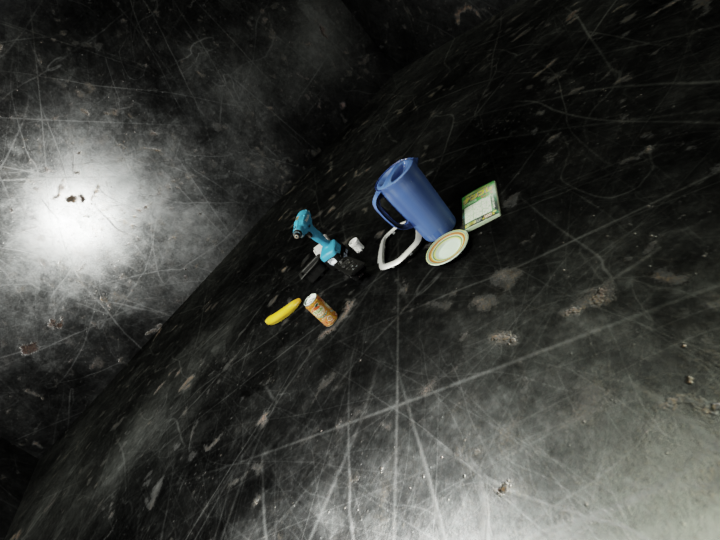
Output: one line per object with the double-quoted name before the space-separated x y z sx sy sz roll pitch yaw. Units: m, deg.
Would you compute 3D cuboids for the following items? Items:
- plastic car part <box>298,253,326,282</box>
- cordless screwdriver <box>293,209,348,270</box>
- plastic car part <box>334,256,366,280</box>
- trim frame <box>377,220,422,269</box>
"plastic car part" -0.176 0.001 1.644 0.116 0.068 0.068 -44 22 2
"cordless screwdriver" -0.152 -0.100 1.558 0.076 0.240 0.162 -34 23 26
"plastic car part" -0.031 -0.006 1.433 0.066 0.064 0.211 -47 24 -7
"trim frame" 0.124 -0.088 1.367 0.187 0.026 0.254 -33 27 24
